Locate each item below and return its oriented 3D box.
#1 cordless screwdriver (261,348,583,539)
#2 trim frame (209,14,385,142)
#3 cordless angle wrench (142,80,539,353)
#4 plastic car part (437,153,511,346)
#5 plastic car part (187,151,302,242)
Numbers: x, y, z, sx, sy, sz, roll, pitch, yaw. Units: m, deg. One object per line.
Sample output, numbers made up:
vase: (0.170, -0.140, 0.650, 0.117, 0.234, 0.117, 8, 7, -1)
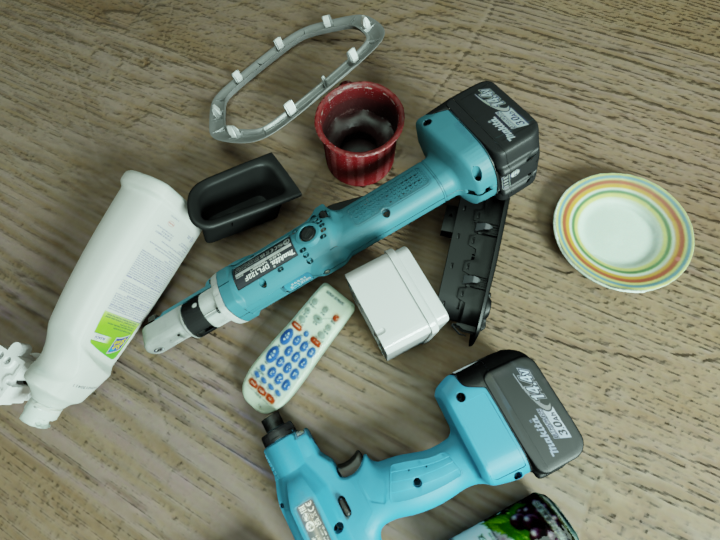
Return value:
cordless screwdriver: (0.041, 0.149, 0.371, 0.248, 0.072, 0.164, -32, 71, -2)
trim frame: (-0.084, -0.240, 0.511, 0.247, 0.026, 0.195, -42, 51, -11)
cordless angle wrench: (-0.041, -0.027, 0.416, 0.426, 0.070, 0.102, -30, 58, 7)
plastic car part: (0.114, -0.029, 0.425, 0.068, 0.065, 0.205, 11, 72, 5)
plastic car part: (-0.133, -0.069, 0.465, 0.114, 0.070, 0.068, -29, 72, -23)
